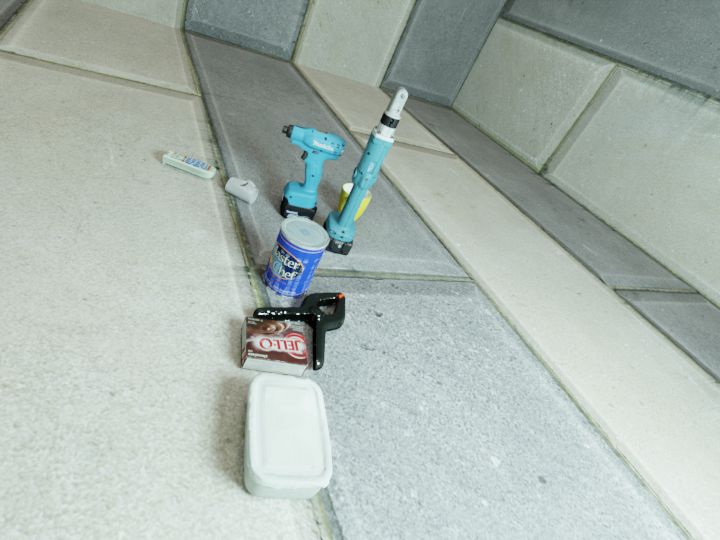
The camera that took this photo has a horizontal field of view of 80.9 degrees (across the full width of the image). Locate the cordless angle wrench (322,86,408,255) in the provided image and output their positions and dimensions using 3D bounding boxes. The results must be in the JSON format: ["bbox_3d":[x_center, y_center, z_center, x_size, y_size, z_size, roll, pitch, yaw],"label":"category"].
[{"bbox_3d":[0.009,-0.224,0.999,0.072,0.420,0.101,17,34,-16],"label":"cordless angle wrench"}]

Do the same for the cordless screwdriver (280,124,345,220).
[{"bbox_3d":[-0.155,-0.252,1.097,0.155,0.247,0.077,16,34,-15],"label":"cordless screwdriver"}]
